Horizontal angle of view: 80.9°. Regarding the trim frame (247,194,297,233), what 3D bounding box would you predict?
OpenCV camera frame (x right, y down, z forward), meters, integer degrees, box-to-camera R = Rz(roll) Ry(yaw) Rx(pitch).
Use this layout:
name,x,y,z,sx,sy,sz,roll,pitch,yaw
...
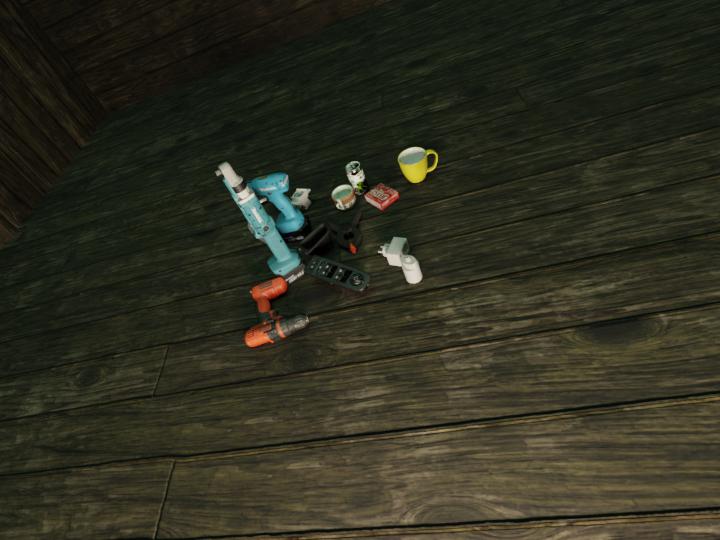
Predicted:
name,x,y,z,sx,sy,sz,roll,pitch,yaw
trim frame,-0.327,-0.201,1.528,0.183,0.026,0.263,-36,44,-8

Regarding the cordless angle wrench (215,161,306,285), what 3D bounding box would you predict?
name,x,y,z,sx,sy,sz,roll,pitch,yaw
cordless angle wrench,-0.268,-0.124,1.155,0.097,0.402,0.078,-33,44,-8

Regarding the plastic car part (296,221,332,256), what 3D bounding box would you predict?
name,x,y,z,sx,sy,sz,roll,pitch,yaw
plastic car part,-0.126,-0.082,1.288,0.115,0.067,0.070,-43,46,-16

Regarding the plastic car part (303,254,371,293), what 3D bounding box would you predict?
name,x,y,z,sx,sy,sz,roll,pitch,yaw
plastic car part,-0.059,0.019,1.164,0.214,0.064,0.066,15,57,36

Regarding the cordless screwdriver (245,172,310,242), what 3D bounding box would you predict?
name,x,y,z,sx,sy,sz,roll,pitch,yaw
cordless screwdriver,-0.266,-0.197,1.341,0.164,0.236,0.076,-5,47,21
